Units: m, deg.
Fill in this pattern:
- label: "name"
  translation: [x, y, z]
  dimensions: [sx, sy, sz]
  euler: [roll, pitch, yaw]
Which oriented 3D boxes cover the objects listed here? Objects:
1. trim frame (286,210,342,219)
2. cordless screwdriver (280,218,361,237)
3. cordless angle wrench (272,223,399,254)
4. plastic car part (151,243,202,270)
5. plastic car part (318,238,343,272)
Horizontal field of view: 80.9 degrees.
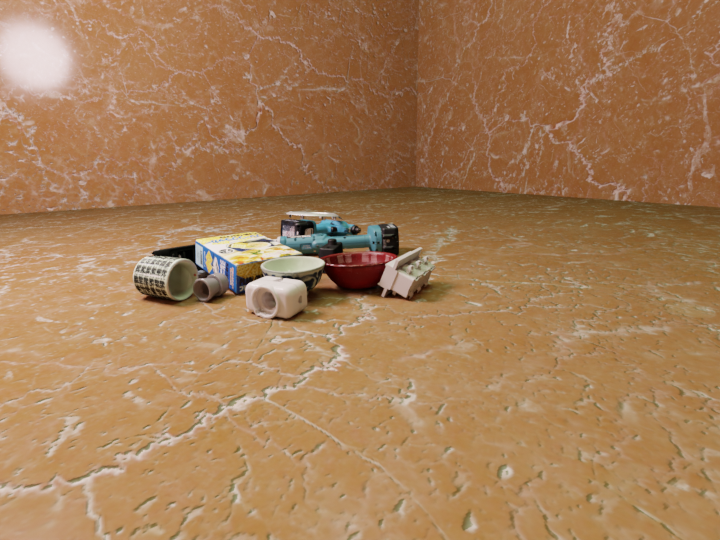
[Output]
- label: "trim frame"
  translation: [-0.151, -0.179, 1.379]
  dimensions: [0.183, 0.027, 0.252]
  euler: [1, 7, -7]
- label: "cordless screwdriver"
  translation: [-0.125, -0.127, 1.342]
  dimensions: [0.168, 0.073, 0.239]
  euler: [10, 15, 37]
- label: "cordless angle wrench"
  translation: [-0.112, -0.074, 1.150]
  dimensions: [0.424, 0.073, 0.099]
  euler: [-4, 14, 1]
- label: "plastic car part"
  translation: [-0.406, -0.026, 1.027]
  dimensions: [0.195, 0.067, 0.069]
  euler: [-16, -6, -41]
- label: "plastic car part"
  translation: [-0.069, -0.039, 1.008]
  dimensions: [0.068, 0.070, 0.115]
  euler: [4, 18, 13]
